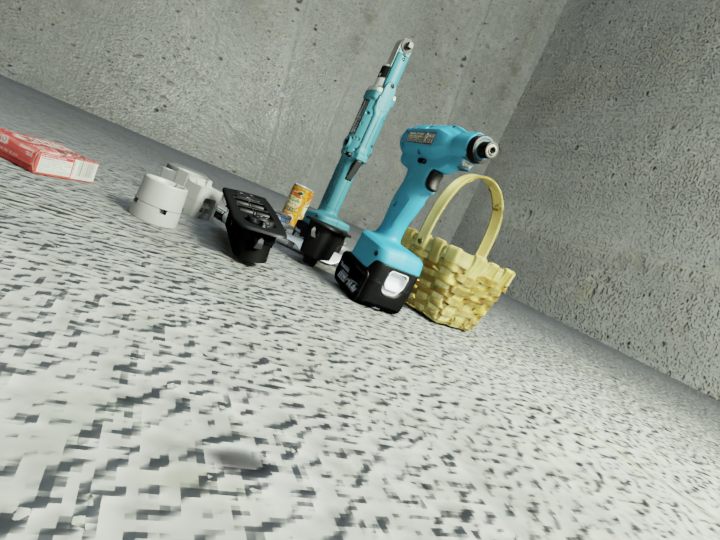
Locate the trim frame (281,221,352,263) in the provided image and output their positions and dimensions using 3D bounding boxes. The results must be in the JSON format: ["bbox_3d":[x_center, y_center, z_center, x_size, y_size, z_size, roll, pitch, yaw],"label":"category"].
[{"bbox_3d":[-0.082,-0.046,0.796,0.246,0.027,0.187,23,7,-7],"label":"trim frame"}]

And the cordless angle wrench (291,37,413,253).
[{"bbox_3d":[-0.005,-0.229,0.792,0.071,0.422,0.103,21,7,-31],"label":"cordless angle wrench"}]

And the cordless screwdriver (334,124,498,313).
[{"bbox_3d":[0.066,-0.065,0.535,0.071,0.248,0.167,21,7,-29],"label":"cordless screwdriver"}]

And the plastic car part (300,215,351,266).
[{"bbox_3d":[-0.064,-0.042,0.654,0.067,0.071,0.114,25,7,8],"label":"plastic car part"}]

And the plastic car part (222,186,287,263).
[{"bbox_3d":[-0.144,-0.059,0.534,0.063,0.067,0.212,21,8,-27],"label":"plastic car part"}]
